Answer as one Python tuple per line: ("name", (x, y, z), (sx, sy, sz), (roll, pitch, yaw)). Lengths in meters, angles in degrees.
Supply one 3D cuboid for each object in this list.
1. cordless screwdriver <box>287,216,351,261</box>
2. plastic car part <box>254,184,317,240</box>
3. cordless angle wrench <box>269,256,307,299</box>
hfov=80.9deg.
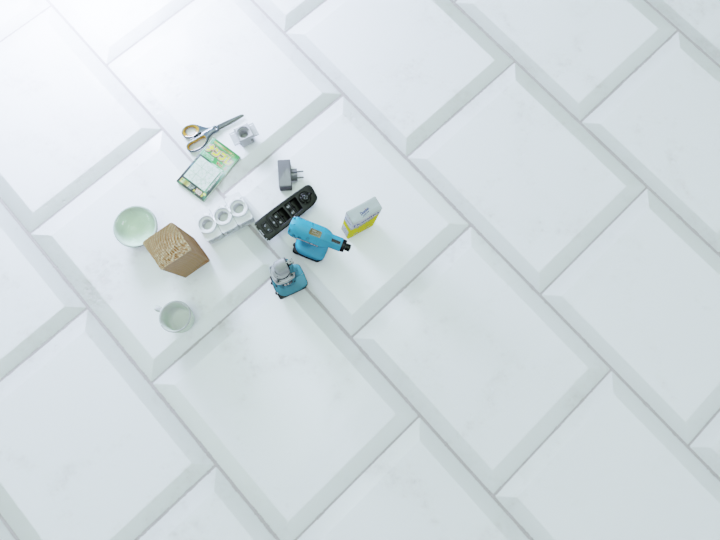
("cordless screwdriver", (-0.111, -0.073, 1.135), (0.159, 0.248, 0.074), (22, 82, -2))
("plastic car part", (-0.211, -0.169, 1.241), (0.202, 0.067, 0.067), (-40, 87, -8))
("cordless angle wrench", (-0.183, 0.013, 1.031), (0.097, 0.422, 0.075), (-25, 87, -9))
